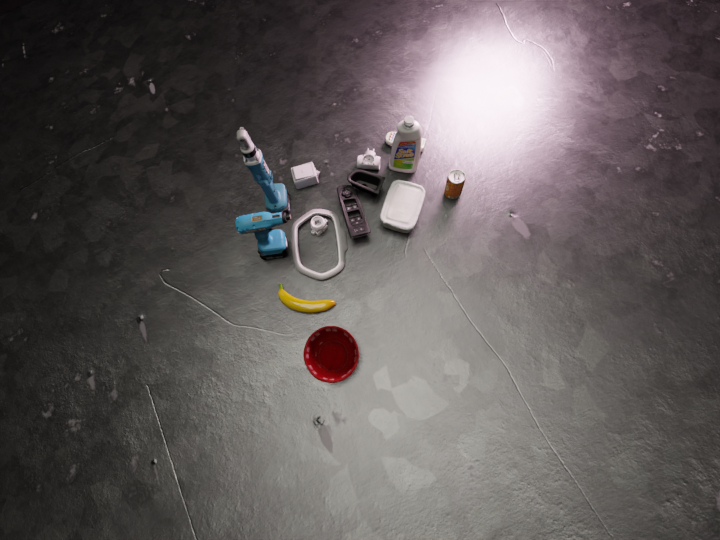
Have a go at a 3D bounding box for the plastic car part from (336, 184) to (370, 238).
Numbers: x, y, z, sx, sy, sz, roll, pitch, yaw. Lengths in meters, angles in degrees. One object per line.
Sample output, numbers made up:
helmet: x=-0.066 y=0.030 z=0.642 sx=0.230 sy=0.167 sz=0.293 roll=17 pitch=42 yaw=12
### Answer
plastic car part: x=-0.026 y=-0.191 z=1.387 sx=0.066 sy=0.065 sz=0.209 roll=-17 pitch=68 yaw=1

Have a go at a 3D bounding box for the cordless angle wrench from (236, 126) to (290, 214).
cordless angle wrench: x=-0.296 y=-0.289 z=1.283 sx=0.075 sy=0.410 sz=0.100 roll=-6 pitch=72 yaw=3

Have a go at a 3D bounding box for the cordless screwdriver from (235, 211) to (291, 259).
cordless screwdriver: x=-0.271 y=-0.112 z=1.304 sx=0.160 sy=0.241 sz=0.076 roll=-8 pitch=71 yaw=3

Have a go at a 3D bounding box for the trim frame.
trim frame: x=-0.136 y=-0.089 z=1.388 sx=0.186 sy=0.026 sz=0.255 roll=-10 pitch=69 yaw=5

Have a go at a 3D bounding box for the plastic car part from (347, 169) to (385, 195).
plastic car part: x=0.017 y=-0.289 z=1.415 sx=0.120 sy=0.068 sz=0.066 roll=22 pitch=75 yaw=15
